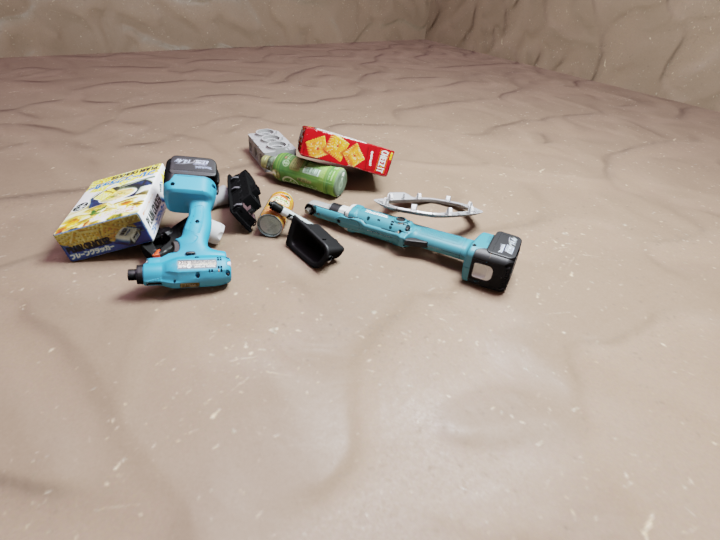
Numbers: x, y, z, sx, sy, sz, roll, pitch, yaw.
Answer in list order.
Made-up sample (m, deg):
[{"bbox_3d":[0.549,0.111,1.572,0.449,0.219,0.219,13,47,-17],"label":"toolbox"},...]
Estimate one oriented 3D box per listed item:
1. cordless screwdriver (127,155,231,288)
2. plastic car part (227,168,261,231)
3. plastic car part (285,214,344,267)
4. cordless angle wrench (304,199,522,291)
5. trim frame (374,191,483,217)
[{"bbox_3d":[-0.314,-0.084,0.735,0.155,0.074,0.258,-3,60,-19],"label":"cordless screwdriver"},{"bbox_3d":[-0.250,-0.166,0.910,0.067,0.063,0.213,-43,37,8],"label":"plastic car part"},{"bbox_3d":[-0.077,-0.051,0.791,0.068,0.065,0.123,-11,39,-44],"label":"plastic car part"},{"bbox_3d":[0.076,-0.075,0.821,0.442,0.072,0.096,19,38,25],"label":"cordless angle wrench"},{"bbox_3d":[0.144,-0.141,0.896,0.238,0.027,0.195,-12,24,-39],"label":"trim frame"}]
